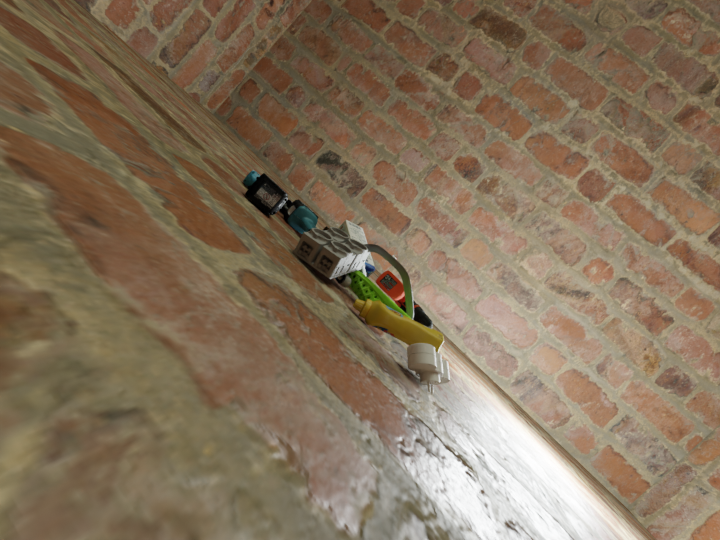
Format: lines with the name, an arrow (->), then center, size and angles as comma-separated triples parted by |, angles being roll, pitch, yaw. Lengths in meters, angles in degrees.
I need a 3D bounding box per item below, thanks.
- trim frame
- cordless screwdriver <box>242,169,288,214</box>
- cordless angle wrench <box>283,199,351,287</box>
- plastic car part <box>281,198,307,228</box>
trim frame -> 0.060, 0.035, 1.087 | 0.195, 0.027, 0.239 | 22, -43, 40
cordless screwdriver -> -0.250, -0.205, 1.177 | 0.153, 0.074, 0.258 | 42, 1, -22
cordless angle wrench -> -0.115, -0.075, 1.171 | 0.093, 0.074, 0.445 | 38, 9, -37
plastic car part -> -0.214, -0.189, 1.450 | 0.069, 0.067, 0.193 | 53, 11, 26
